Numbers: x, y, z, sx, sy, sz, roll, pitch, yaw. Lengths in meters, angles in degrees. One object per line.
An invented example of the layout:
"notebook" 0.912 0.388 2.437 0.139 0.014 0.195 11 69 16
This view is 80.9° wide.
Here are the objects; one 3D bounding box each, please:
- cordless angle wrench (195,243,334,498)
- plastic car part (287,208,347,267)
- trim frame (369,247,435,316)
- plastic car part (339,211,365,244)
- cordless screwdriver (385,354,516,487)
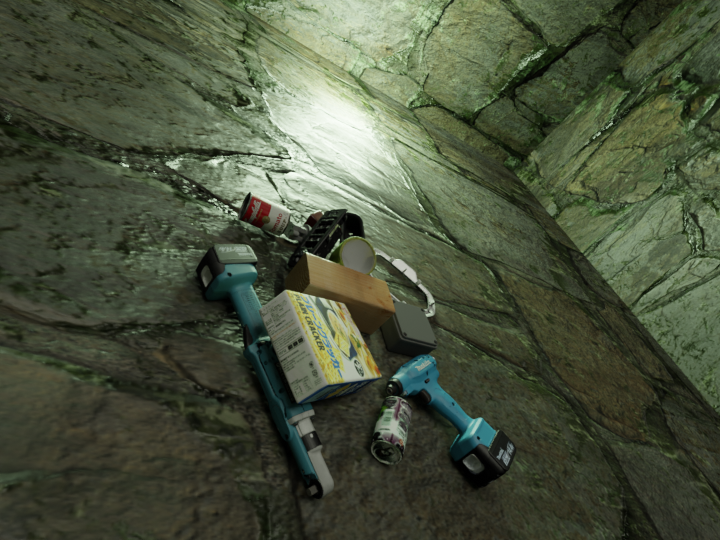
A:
"cordless angle wrench" -0.150 0.141 0.681 0.093 0.075 0.441 -1 50 -47
"plastic car part" -0.094 -0.061 0.960 0.069 0.064 0.202 7 43 32
"trim frame" 0.101 0.029 1.116 0.252 0.027 0.181 39 31 5
"plastic car part" -0.024 -0.090 1.101 0.066 0.069 0.120 0 46 -2
"cordless screwdriver" 0.162 0.282 0.805 0.259 0.074 0.153 48 33 23
